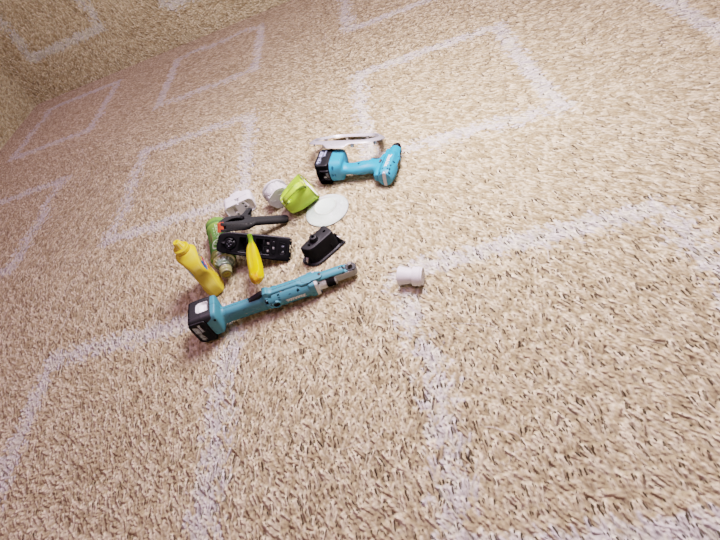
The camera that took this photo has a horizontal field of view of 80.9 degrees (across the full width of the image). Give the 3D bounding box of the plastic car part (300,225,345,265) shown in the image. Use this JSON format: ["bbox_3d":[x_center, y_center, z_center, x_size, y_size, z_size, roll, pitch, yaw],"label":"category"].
[{"bbox_3d":[-0.108,-0.070,1.102,0.115,0.067,0.070,-42,49,-17],"label":"plastic car part"}]

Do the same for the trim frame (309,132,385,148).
[{"bbox_3d":[-0.043,-0.409,1.330,0.259,0.027,0.181,8,27,26],"label":"trim frame"}]

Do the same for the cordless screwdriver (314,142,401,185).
[{"bbox_3d":[-0.004,-0.327,1.267,0.258,0.071,0.161,6,53,23],"label":"cordless screwdriver"}]

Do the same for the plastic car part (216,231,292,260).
[{"bbox_3d":[-0.289,-0.074,1.154,0.202,0.065,0.069,4,21,-4],"label":"plastic car part"}]

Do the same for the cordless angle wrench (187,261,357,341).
[{"bbox_3d":[-0.209,0.063,1.033,0.424,0.093,0.078,-19,48,3],"label":"cordless angle wrench"}]
